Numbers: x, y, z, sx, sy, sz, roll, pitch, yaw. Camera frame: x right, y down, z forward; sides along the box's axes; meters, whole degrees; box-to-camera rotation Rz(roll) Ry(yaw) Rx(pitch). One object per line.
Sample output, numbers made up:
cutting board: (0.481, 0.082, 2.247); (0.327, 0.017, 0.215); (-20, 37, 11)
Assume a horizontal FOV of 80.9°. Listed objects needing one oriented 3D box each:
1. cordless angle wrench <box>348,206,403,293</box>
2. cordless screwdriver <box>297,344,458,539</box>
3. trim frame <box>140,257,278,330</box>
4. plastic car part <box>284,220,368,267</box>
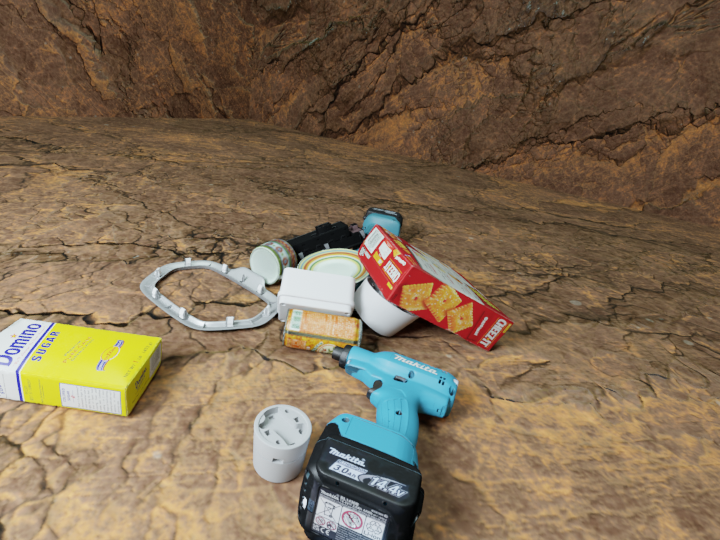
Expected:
cordless angle wrench: (0.015, -0.038, 0.897); (0.100, 0.073, 0.422); (12, 26, 8)
cordless screwdriver: (0.007, 0.157, 0.445); (0.165, 0.073, 0.244); (16, 20, 16)
trim frame: (-0.246, 0.032, 0.697); (0.262, 0.027, 0.177); (23, 26, 33)
plastic car part: (-0.082, -0.054, 0.839); (0.200, 0.064, 0.070); (-25, 33, -15)
